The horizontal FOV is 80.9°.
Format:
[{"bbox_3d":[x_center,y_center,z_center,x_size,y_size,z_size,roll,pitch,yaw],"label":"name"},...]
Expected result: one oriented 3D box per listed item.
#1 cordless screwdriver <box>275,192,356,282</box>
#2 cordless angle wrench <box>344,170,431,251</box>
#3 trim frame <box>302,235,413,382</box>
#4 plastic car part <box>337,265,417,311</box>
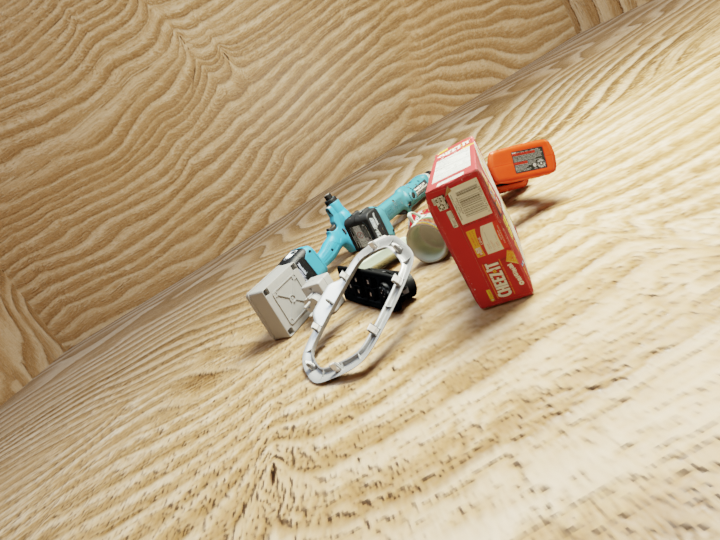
[{"bbox_3d":[-0.097,-0.063,0.990,0.077,0.155,0.246,-15,24,52],"label":"cordless screwdriver"},{"bbox_3d":[0.114,-0.183,1.081,0.077,0.096,0.416,-13,21,44],"label":"cordless angle wrench"},{"bbox_3d":[-0.010,0.048,0.618,0.191,0.026,0.249,-5,54,58],"label":"trim frame"},{"bbox_3d":[0.028,0.026,0.700,0.065,0.066,0.210,-9,7,-21],"label":"plastic car part"}]
